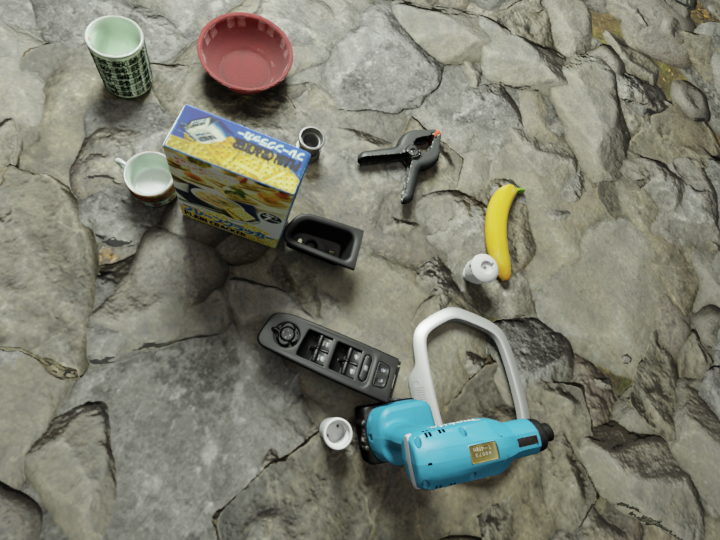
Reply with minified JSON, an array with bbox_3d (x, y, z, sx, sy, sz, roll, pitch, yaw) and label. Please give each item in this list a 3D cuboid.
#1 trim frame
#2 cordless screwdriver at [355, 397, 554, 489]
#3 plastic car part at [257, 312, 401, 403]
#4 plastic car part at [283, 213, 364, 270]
[{"bbox_3d":[0.167,0.180,0.656,0.180,0.027,0.253,-7,74,-14],"label":"trim frame"},{"bbox_3d":[0.093,0.200,0.516,0.155,0.250,0.076,-5,77,-17],"label":"cordless screwdriver"},{"bbox_3d":[-0.049,0.121,0.608,0.201,0.067,0.067,25,70,-4],"label":"plastic car part"},{"bbox_3d":[-0.064,-0.042,0.655,0.115,0.071,0.067,18,71,-8],"label":"plastic car part"}]
